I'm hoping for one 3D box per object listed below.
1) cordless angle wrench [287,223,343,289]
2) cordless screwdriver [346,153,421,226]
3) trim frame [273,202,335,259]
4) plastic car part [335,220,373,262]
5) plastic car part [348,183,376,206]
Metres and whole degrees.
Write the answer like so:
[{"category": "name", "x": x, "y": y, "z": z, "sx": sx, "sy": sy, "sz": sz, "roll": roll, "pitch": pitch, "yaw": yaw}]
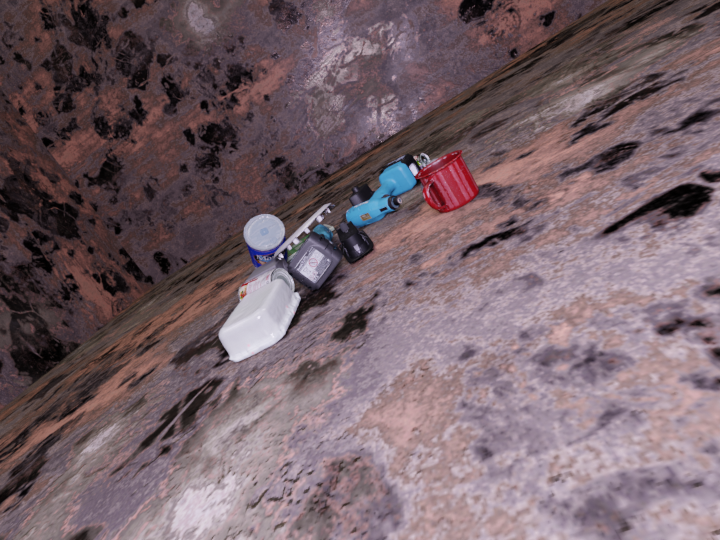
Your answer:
[{"category": "cordless angle wrench", "x": -0.096, "y": -0.063, "z": 0.977, "sx": 0.098, "sy": 0.073, "sz": 0.428, "roll": -53, "pitch": 10, "yaw": 9}, {"category": "cordless screwdriver", "x": 0.081, "y": -0.204, "z": 1.055, "sx": 0.165, "sy": 0.072, "sz": 0.247, "roll": -15, "pitch": 29, "yaw": 47}, {"category": "trim frame", "x": -0.131, "y": -0.089, "z": 0.971, "sx": 0.183, "sy": 0.027, "sz": 0.251, "roll": -46, "pitch": 7, "yaw": -11}, {"category": "plastic car part", "x": -0.017, "y": -0.068, "z": 0.883, "sx": 0.066, "sy": 0.065, "sz": 0.208, "roll": -26, "pitch": 19, "yaw": 0}, {"category": "plastic car part", "x": 0.003, "y": -0.212, "z": 1.215, "sx": 0.068, "sy": 0.070, "sz": 0.115, "roll": -26, "pitch": 14, "yaw": 32}]
